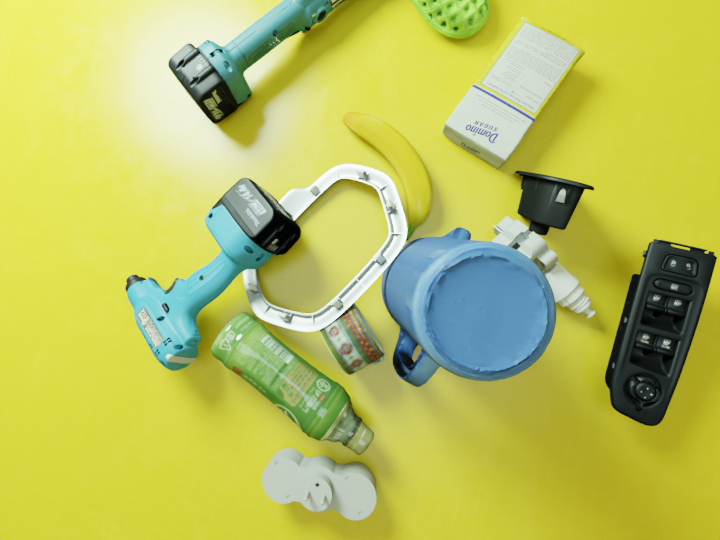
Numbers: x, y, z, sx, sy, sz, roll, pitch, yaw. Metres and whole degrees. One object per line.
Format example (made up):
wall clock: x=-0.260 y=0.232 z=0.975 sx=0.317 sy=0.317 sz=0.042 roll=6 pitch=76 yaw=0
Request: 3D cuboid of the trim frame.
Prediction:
trim frame: x=-0.054 y=-0.035 z=0.549 sx=0.249 sy=0.026 sz=0.194 roll=-47 pitch=58 yaw=3

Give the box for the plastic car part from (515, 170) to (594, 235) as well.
plastic car part: x=0.222 y=-0.079 z=0.506 sx=0.067 sy=0.116 sz=0.070 roll=15 pitch=109 yaw=5

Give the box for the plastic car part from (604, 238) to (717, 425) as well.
plastic car part: x=0.326 y=0.069 z=0.484 sx=0.066 sy=0.067 sz=0.203 roll=14 pitch=88 yaw=-1

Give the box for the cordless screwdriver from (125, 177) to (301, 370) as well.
cordless screwdriver: x=-0.207 y=-0.012 z=0.557 sx=0.249 sy=0.071 sz=0.167 roll=-48 pitch=62 yaw=4

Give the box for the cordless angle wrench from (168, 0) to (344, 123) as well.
cordless angle wrench: x=-0.072 y=-0.375 z=0.596 sx=0.422 sy=0.097 sz=0.075 roll=-39 pitch=86 yaw=-3
